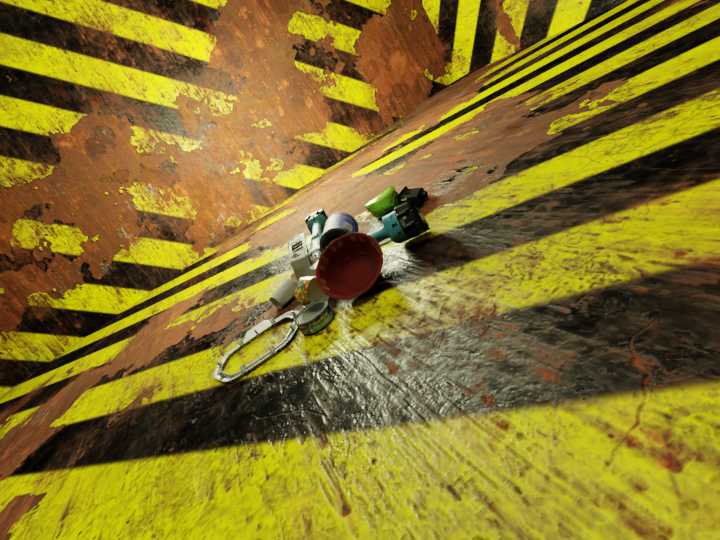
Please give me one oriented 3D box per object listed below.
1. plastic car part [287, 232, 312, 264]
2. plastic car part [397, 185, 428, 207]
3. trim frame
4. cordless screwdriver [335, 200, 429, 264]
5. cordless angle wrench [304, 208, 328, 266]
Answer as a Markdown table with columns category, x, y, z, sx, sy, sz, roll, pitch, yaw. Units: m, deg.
| category | x | y | z | sx | sy | sz | roll | pitch | yaw |
| --- | --- | --- | --- | --- | --- | --- | --- | --- | --- |
| plastic car part | -0.192 | -0.051 | 1.358 | 0.066 | 0.065 | 0.209 | -26 | 24 | 1 |
| plastic car part | 0.158 | -0.213 | 1.228 | 0.074 | 0.064 | 0.116 | -4 | 28 | 28 |
| trim frame | -0.241 | 0.171 | 0.985 | 0.248 | 0.027 | 0.190 | -36 | 19 | -1 |
| cordless screwdriver | 0.042 | -0.079 | 1.044 | 0.253 | 0.075 | 0.154 | -26 | -6 | 16 |
| cordless angle wrench | -0.129 | -0.084 | 1.316 | 0.075 | 0.094 | 0.434 | -27 | 24 | 7 |
